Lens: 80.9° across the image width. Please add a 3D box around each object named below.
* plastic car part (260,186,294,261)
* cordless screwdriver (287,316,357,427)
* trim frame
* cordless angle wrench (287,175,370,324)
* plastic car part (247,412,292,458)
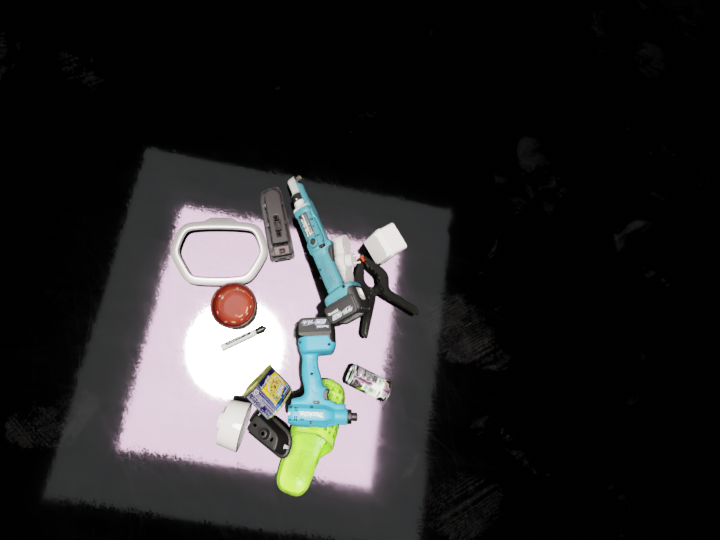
[{"bbox_3d":[-0.226,-0.130,1.122,0.066,0.066,0.207,-12,76,-4],"label":"plastic car part"},{"bbox_3d":[-0.087,0.240,1.010,0.159,0.072,0.254,1,66,0],"label":"cordless screwdriver"},{"bbox_3d":[-0.366,-0.052,1.103,0.246,0.027,0.186,-1,78,-5],"label":"trim frame"},{"bbox_3d":[-0.106,-0.069,1.086,0.099,0.071,0.438,-33,66,20],"label":"cordless angle wrench"},{"bbox_3d":[-0.214,0.375,0.972,0.123,0.067,0.066,26,74,33],"label":"plastic car part"}]
